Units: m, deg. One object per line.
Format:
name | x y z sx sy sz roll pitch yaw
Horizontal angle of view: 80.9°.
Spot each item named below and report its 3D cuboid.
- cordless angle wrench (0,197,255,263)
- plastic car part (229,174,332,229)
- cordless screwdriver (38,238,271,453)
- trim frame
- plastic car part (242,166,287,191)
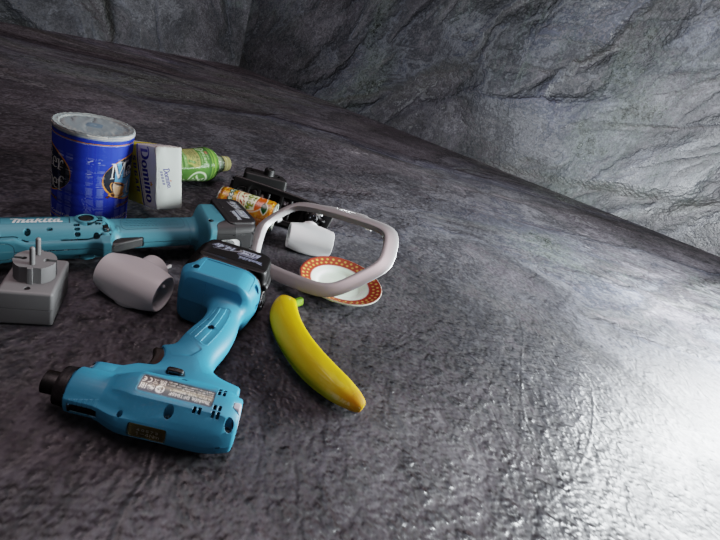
cordless angle wrench | -0.341 -0.041 0.528 0.405 0.073 0.104 -7 35 -37
plastic car part | -0.153 -0.118 0.813 0.204 0.066 0.067 18 -1 3
cordless screwdriver | -0.181 0.056 0.432 0.157 0.073 0.255 14 30 -8
trim frame | -0.063 -0.041 0.645 0.261 0.026 0.183 17 54 32
plastic car part | -0.204 -0.182 0.885 0.114 0.070 0.068 10 28 -10
